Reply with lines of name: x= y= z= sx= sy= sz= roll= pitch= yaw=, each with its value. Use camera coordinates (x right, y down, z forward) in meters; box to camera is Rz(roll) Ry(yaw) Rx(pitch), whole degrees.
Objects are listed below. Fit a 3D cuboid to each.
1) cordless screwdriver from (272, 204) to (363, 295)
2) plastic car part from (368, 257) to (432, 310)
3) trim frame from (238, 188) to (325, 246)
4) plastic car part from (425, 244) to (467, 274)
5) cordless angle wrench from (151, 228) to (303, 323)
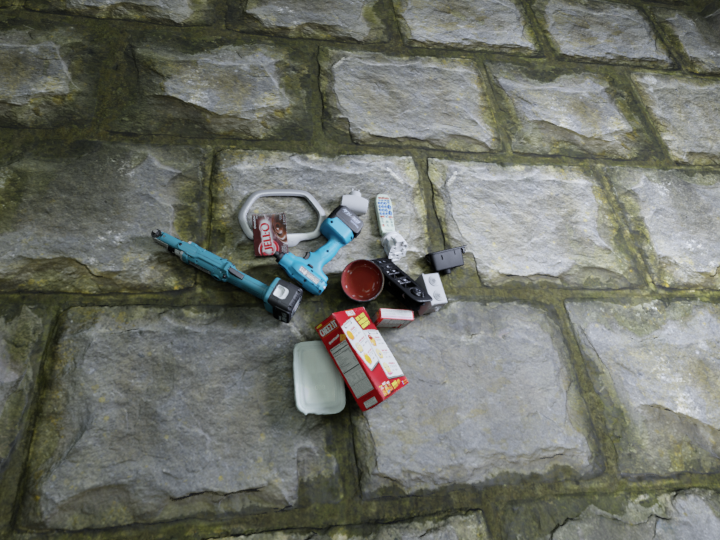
cordless screwdriver: x=-0.111 y=-0.073 z=1.138 sx=0.158 sy=0.075 sz=0.248 roll=37 pitch=65 yaw=-6
plastic car part: x=0.098 y=0.039 z=1.108 sx=0.063 sy=0.066 sz=0.215 roll=-1 pitch=27 yaw=-39
trim frame: x=-0.221 y=-0.152 z=1.199 sx=0.243 sy=0.027 sz=0.190 roll=-3 pitch=63 yaw=-13
plastic car part: x=0.244 y=-0.026 z=1.200 sx=0.114 sy=0.066 sz=0.072 roll=-16 pitch=83 yaw=-14
cordless angle wrench: x=-0.350 y=-0.002 z=1.072 sx=0.430 sy=0.096 sz=0.074 roll=26 pitch=62 yaw=8
